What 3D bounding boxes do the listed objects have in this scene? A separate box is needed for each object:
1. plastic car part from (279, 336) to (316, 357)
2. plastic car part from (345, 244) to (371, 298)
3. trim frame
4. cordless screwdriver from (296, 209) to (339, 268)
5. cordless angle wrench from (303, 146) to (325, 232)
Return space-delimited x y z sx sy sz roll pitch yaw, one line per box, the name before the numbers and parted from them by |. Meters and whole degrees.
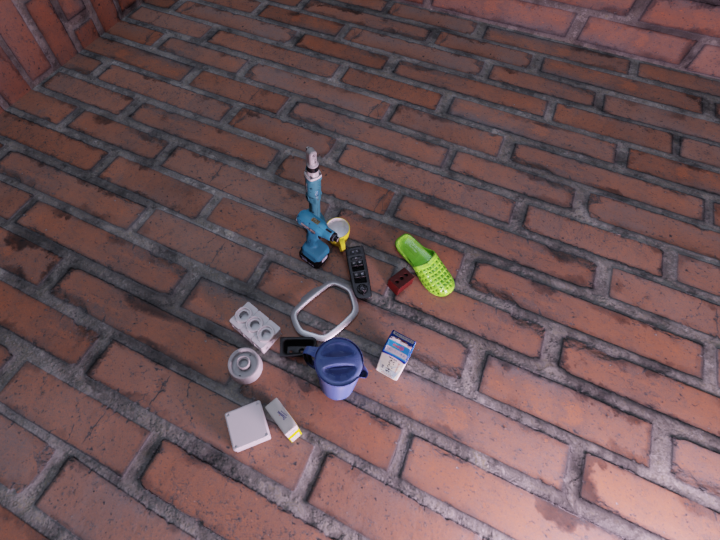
plastic car part | -0.197 0.251 1.348 0.116 0.069 0.068 -2 60 -2
plastic car part | -0.007 0.015 1.491 0.066 0.065 0.210 -8 59 -7
trim frame | -0.121 0.134 1.443 0.245 0.027 0.192 -40 66 -21
cordless screwdriver | -0.142 -0.093 1.454 0.165 0.242 0.074 35 64 16
cordless angle wrench | -0.163 -0.263 1.458 0.073 0.412 0.102 -28 66 -19
